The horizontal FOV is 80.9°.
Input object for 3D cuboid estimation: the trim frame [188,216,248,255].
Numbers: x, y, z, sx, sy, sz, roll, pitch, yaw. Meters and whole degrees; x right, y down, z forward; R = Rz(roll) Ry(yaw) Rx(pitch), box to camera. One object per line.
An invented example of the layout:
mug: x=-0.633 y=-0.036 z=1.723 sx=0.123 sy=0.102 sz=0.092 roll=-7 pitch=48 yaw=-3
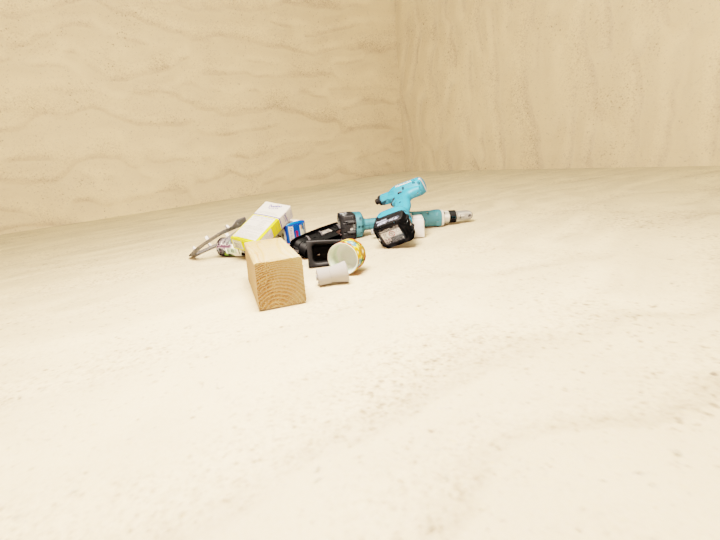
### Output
trim frame: x=-0.428 y=-0.106 z=1.297 sx=0.187 sy=0.027 sz=0.245 roll=-29 pitch=7 yaw=21

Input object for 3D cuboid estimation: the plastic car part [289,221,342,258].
plastic car part: x=-0.113 y=-0.074 z=1.151 sx=0.070 sy=0.065 sz=0.196 roll=34 pitch=35 yaw=28

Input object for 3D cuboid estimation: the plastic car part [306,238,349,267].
plastic car part: x=-0.076 y=-0.044 z=1.039 sx=0.115 sy=0.066 sz=0.072 roll=-5 pitch=0 yaw=-9

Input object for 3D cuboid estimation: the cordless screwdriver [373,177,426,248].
cordless screwdriver: x=0.090 y=-0.164 z=1.183 sx=0.165 sy=0.071 sz=0.251 roll=-17 pitch=33 yaw=31

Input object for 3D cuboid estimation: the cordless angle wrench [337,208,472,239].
cordless angle wrench: x=0.142 y=-0.156 z=1.310 sx=0.420 sy=0.073 sz=0.100 roll=-5 pitch=15 yaw=-5
